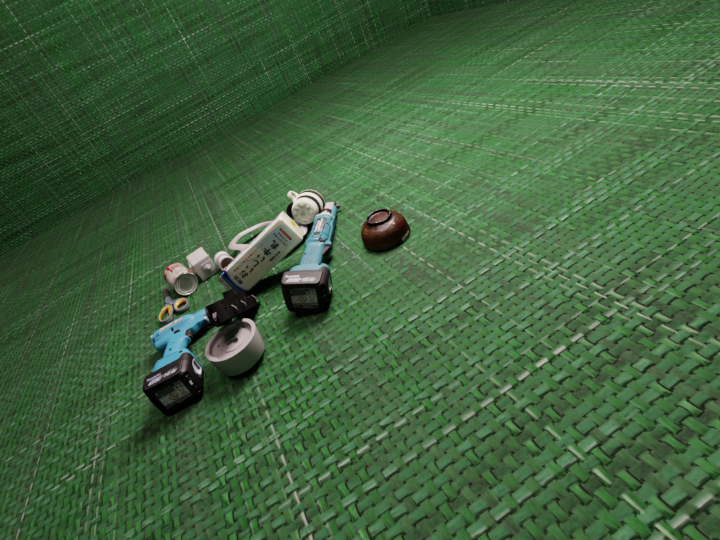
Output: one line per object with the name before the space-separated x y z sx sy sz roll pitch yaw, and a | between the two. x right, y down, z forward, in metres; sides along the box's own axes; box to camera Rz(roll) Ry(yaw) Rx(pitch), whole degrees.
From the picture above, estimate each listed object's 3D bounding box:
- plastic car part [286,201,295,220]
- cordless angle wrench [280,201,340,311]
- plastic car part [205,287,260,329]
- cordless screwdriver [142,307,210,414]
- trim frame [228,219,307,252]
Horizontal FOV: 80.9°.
plastic car part | -0.159 -0.191 1.249 0.120 0.064 0.070 -14 19 25
cordless angle wrench | -0.099 -0.065 1.016 0.099 0.072 0.431 -4 33 8
plastic car part | -0.269 0.074 0.881 0.067 0.066 0.203 -16 8 3
cordless screwdriver | -0.366 0.168 0.887 0.158 0.071 0.260 -31 29 -6
trim frame | -0.258 -0.096 1.186 0.259 0.026 0.183 2 33 29
